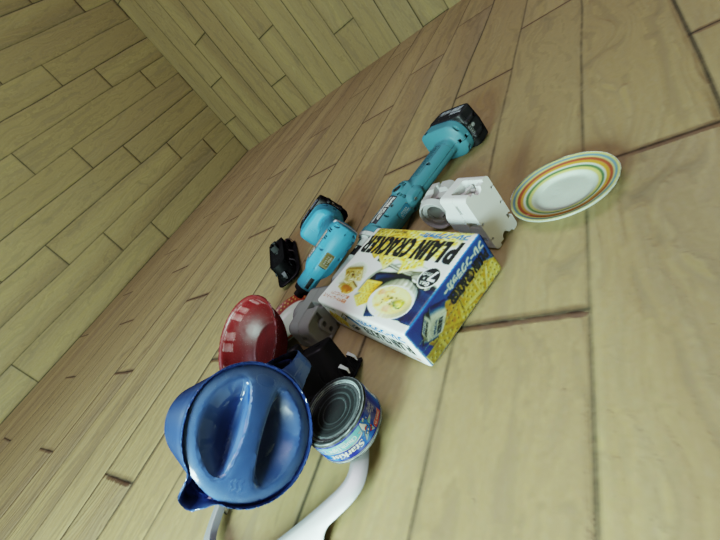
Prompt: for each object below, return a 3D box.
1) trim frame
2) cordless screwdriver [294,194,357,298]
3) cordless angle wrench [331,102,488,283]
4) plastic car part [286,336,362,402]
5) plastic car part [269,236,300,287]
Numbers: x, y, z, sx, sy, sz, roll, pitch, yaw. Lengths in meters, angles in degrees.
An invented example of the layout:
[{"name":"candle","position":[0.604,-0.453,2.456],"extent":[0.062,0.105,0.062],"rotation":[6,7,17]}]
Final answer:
[{"name":"trim frame","position":[-0.088,0.249,0.484],"extent":[0.249,0.026,0.191],"rotation":[-39,26,2]},{"name":"cordless screwdriver","position":[-0.082,-0.054,0.843],"extent":[0.159,0.072,0.256],"rotation":[-54,19,14]},{"name":"cordless angle wrench","position":[0.083,-0.133,0.775],"extent":[0.422,0.071,0.102],"rotation":[-53,24,-16]},{"name":"plastic car part","position":[-0.067,0.130,0.567],"extent":[0.119,0.071,0.065],"rotation":[-28,4,22]},{"name":"plastic car part","position":[-0.181,-0.031,0.984],"extent":[0.066,0.064,0.211],"rotation":[-33,30,3]}]
